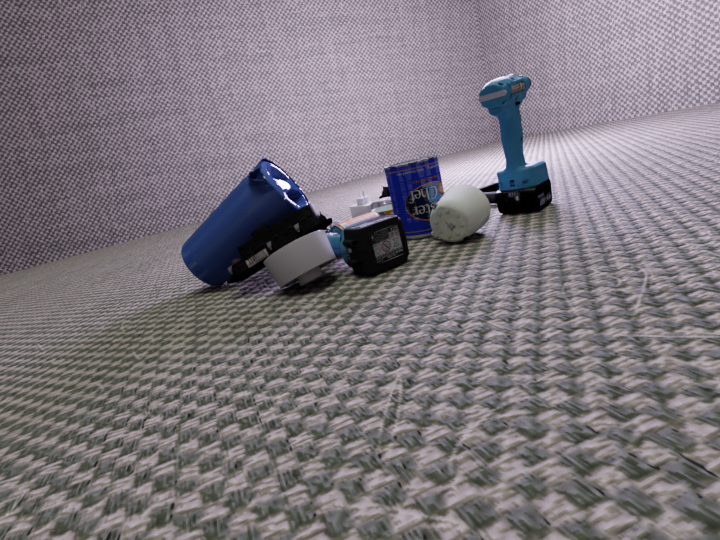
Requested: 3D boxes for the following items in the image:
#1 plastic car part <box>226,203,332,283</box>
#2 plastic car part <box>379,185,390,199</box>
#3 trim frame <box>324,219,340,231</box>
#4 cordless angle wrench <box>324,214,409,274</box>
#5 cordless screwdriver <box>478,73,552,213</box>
[{"bbox_3d":[-0.138,-0.049,0.705,0.205,0.068,0.064,-26,-10,12],"label":"plastic car part"},{"bbox_3d":[0.099,-0.189,1.151,0.112,0.066,0.073,-3,-7,-27],"label":"plastic car part"},{"bbox_3d":[-0.143,-0.099,1.113,0.182,0.027,0.256,-16,14,-12],"label":"trim frame"},{"bbox_3d":[-0.080,-0.052,0.814,0.095,0.073,0.442,-22,15,-29],"label":"cordless angle wrench"},{"bbox_3d":[0.298,-0.240,0.793,0.078,0.243,0.155,-2,22,45],"label":"cordless screwdriver"}]
